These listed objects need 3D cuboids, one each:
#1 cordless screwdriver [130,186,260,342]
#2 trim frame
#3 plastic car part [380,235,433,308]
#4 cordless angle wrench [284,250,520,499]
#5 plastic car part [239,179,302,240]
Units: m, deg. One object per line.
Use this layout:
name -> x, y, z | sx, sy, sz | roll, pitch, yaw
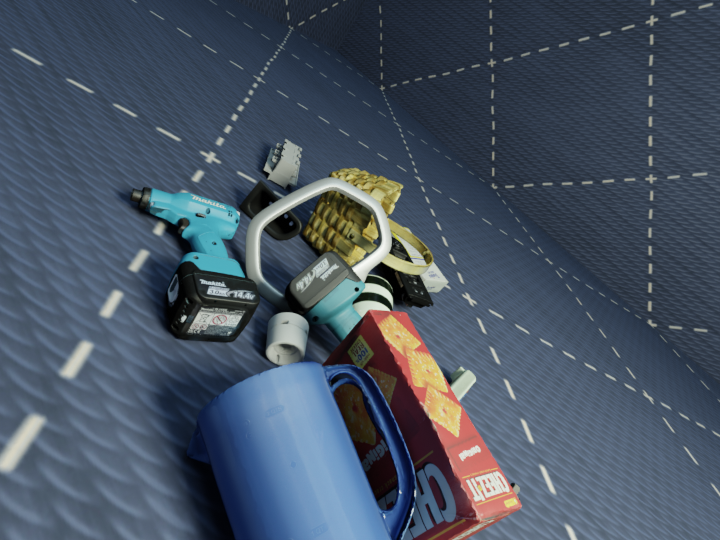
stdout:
cordless screwdriver -> -0.229, -0.026, 0.566 | 0.151, 0.074, 0.261 | 15, 31, -35
trim frame -> -0.065, -0.043, 0.667 | 0.245, 0.028, 0.186 | -32, 84, -18
plastic car part -> 0.081, 0.004, 0.867 | 0.064, 0.067, 0.211 | 14, 39, -26
cordless angle wrench -> 0.061, 0.160, 0.584 | 0.097, 0.074, 0.427 | -40, 85, -17
plastic car part -> -0.155, -0.105, 0.788 | 0.117, 0.066, 0.070 | 43, 14, 2
